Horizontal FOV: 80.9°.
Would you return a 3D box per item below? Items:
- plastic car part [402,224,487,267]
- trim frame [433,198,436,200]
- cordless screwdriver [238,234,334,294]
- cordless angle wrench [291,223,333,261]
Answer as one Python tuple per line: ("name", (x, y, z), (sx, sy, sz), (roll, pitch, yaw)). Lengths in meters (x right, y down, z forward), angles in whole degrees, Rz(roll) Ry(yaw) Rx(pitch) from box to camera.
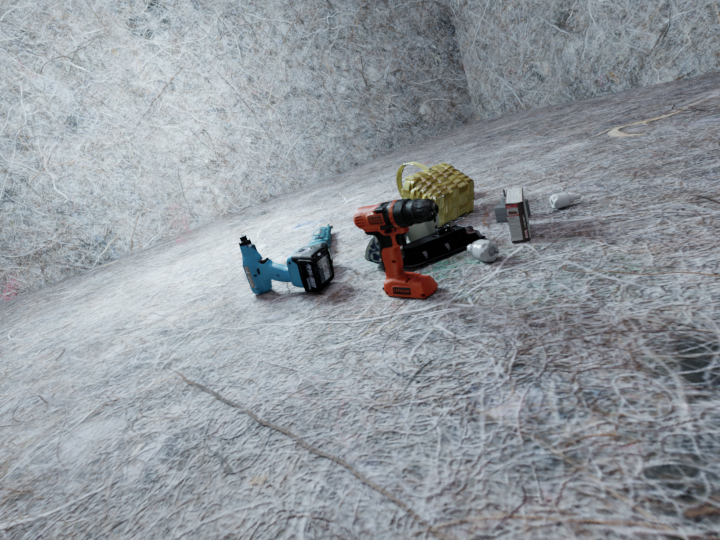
("plastic car part", (0.176, -0.059, 0.944), (0.201, 0.065, 0.069), (-25, 25, -9))
("trim frame", (0.186, -0.214, 1.401), (0.183, 0.027, 0.256), (-22, 18, -6))
("cordless screwdriver", (-0.193, -0.021, 1.032), (0.260, 0.155, 0.073), (-3, 21, 34))
("cordless angle wrench", (-0.124, -0.081, 1.268), (0.099, 0.073, 0.428), (-16, 17, 6))
